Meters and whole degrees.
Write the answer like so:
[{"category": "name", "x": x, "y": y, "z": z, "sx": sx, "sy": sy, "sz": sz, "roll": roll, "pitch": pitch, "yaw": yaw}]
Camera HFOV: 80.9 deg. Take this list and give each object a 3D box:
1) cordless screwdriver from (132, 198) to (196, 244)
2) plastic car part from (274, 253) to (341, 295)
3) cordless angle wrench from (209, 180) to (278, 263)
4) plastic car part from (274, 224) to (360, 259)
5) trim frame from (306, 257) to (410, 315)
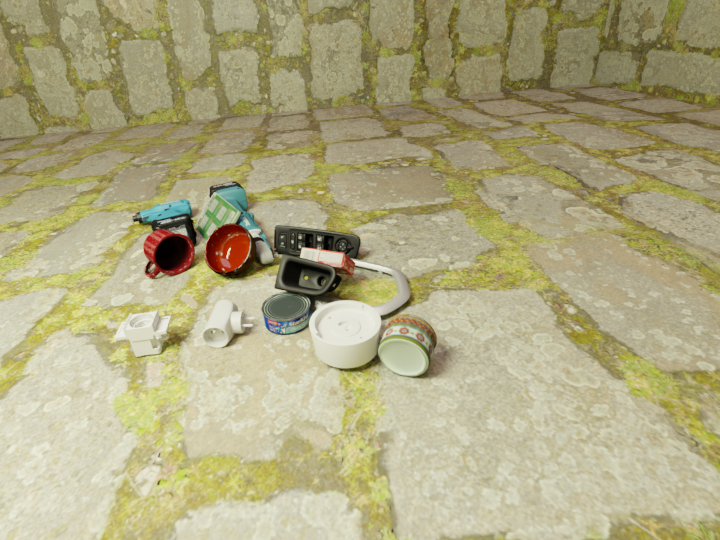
[{"category": "cordless screwdriver", "x": -0.515, "y": -0.123, "z": 1.104, "sx": 0.156, "sy": 0.072, "sz": 0.262, "roll": -16, "pitch": 28, "yaw": -19}, {"category": "plastic car part", "x": -0.086, "y": 0.015, "z": 0.765, "sx": 0.121, "sy": 0.066, "sz": 0.068, "roll": 11, "pitch": -6, "yaw": 25}, {"category": "cordless angle wrench", "x": -0.299, "y": -0.123, "z": 1.073, "sx": 0.096, "sy": 0.072, "sz": 0.447, "roll": -17, "pitch": 34, "yaw": -21}, {"category": "plastic car part", "x": -0.093, "y": -0.061, "z": 0.948, "sx": 0.211, "sy": 0.066, "sz": 0.065, "roll": 8, "pitch": 5, "yaw": 23}, {"category": "trim frame", "x": -0.027, "y": 0.028, "z": 0.814, "sx": 0.259, "sy": 0.027, "sz": 0.181, "roll": 13, "pitch": 34, "yaw": 25}]
